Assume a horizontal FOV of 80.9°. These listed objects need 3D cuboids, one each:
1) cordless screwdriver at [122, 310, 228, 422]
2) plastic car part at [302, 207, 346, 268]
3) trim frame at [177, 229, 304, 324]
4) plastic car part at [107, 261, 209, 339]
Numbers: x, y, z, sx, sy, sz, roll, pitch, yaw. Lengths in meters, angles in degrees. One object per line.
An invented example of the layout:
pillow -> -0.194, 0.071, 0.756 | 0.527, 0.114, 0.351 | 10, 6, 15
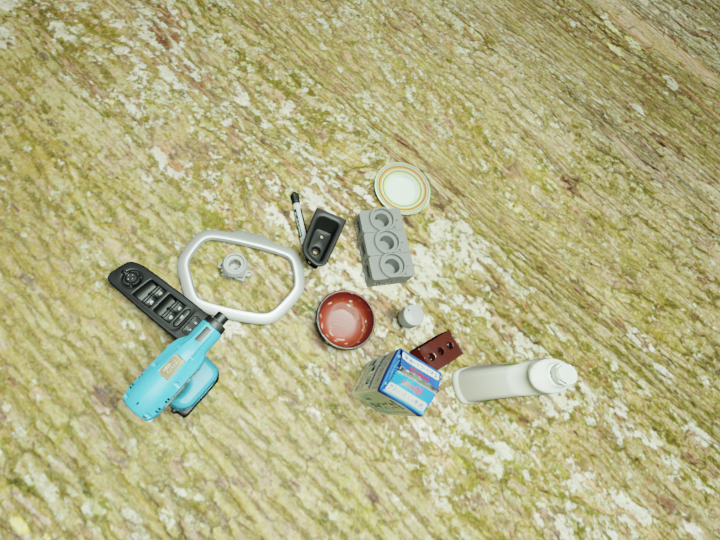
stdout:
cordless screwdriver -> -0.259, 0.148, 0.647 | 0.075, 0.248, 0.158 | 39, 68, 0
plastic car part -> -0.083, -0.054, 0.850 | 0.066, 0.071, 0.117 | 22, 68, -4
trim frame -> -0.230, 0.007, 0.825 | 0.246, 0.027, 0.187 | 11, 68, -5
plastic car part -> -0.360, 0.058, 0.763 | 0.205, 0.066, 0.066 | 37, 68, 5
